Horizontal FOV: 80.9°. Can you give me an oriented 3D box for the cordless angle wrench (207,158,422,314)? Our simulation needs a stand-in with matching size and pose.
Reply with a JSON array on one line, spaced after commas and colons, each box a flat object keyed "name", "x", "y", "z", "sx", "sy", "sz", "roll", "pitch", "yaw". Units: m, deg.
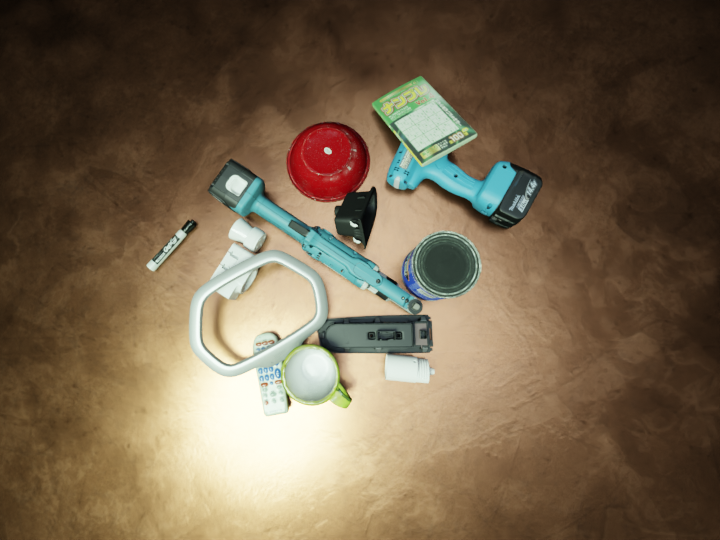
[{"name": "cordless angle wrench", "x": -0.074, "y": -0.048, "z": 0.752, "sx": 0.427, "sy": 0.097, "sz": 0.074, "roll": 34, "pitch": 85, "yaw": 4}]

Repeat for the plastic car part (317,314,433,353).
[{"name": "plastic car part", "x": 0.024, "y": 0.114, "z": 0.729, "sx": 0.205, "sy": 0.066, "sz": 0.066, "roll": -1, "pitch": 90, "yaw": 6}]

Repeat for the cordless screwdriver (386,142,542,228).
[{"name": "cordless screwdriver", "x": 0.189, "y": -0.186, "z": 0.757, "sx": 0.254, "sy": 0.072, "sz": 0.159, "roll": 24, "pitch": 84, "yaw": 11}]

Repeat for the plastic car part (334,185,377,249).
[{"name": "plastic car part", "x": -0.013, "y": -0.101, "z": 0.755, "sx": 0.073, "sy": 0.063, "sz": 0.118, "roll": 1, "pitch": 43, "yaw": 15}]

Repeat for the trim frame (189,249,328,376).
[{"name": "trim frame", "x": -0.175, "y": 0.074, "z": 0.724, "sx": 0.247, "sy": 0.028, "sz": 0.184, "roll": -30, "pitch": 89, "yaw": -8}]
